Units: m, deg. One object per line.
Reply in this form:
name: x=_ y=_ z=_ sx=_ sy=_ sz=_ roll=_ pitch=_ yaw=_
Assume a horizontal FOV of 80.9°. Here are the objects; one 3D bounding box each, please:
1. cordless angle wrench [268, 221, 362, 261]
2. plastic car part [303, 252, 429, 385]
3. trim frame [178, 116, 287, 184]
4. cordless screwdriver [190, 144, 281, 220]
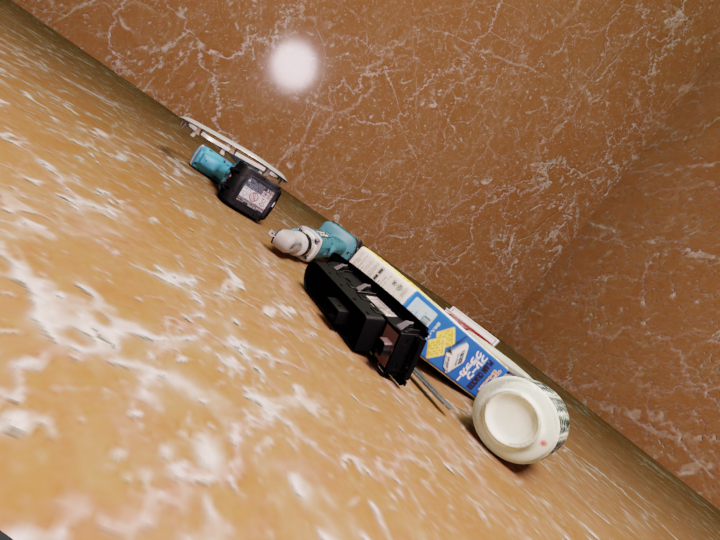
cordless angle wrench: x=-0.078 y=-0.051 z=0.794 sx=0.100 sy=0.074 sz=0.415 roll=36 pitch=8 yaw=5
plastic car part: x=-0.013 y=0.040 z=0.471 sx=0.064 sy=0.065 sz=0.213 roll=3 pitch=22 yaw=-27
trim frame: x=-0.249 y=-0.230 z=0.822 sx=0.252 sy=0.027 sz=0.182 roll=28 pitch=1 yaw=6
cordless screwdriver: x=-0.234 y=-0.169 z=0.838 sx=0.150 sy=0.074 sz=0.263 roll=31 pitch=3 yaw=-41
